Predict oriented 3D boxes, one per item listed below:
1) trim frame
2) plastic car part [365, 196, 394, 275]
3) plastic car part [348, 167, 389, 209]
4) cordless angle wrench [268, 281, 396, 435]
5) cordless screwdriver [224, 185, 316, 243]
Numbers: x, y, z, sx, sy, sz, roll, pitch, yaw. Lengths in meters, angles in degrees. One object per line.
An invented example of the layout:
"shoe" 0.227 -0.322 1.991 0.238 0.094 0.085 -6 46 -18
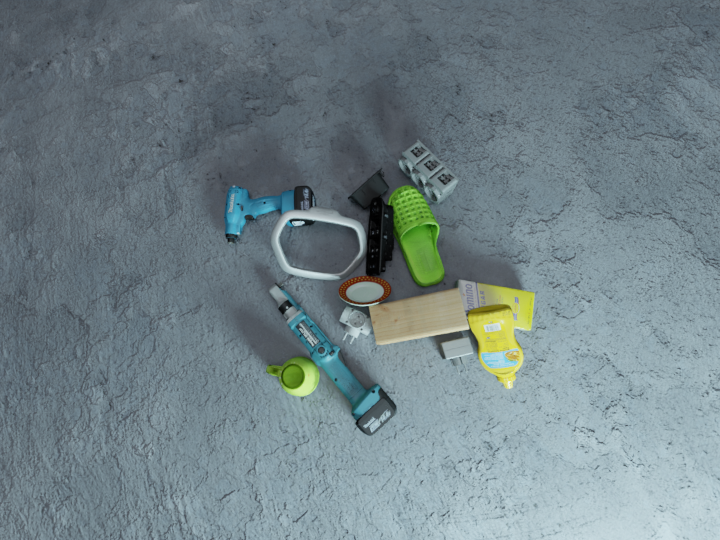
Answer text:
"trim frame" -0.105 -0.069 1.076 0.247 0.028 0.182 9 99 -3
"plastic car part" 0.055 -0.088 1.075 0.065 0.068 0.204 1 84 -20
"plastic car part" 0.030 -0.207 1.128 0.071 0.066 0.116 45 86 -1
"cordless angle wrench" -0.089 0.194 1.017 0.097 0.072 0.437 -41 72 -7
"cordless screwdriver" -0.245 -0.149 1.131 0.253 0.072 0.161 0 75 10
